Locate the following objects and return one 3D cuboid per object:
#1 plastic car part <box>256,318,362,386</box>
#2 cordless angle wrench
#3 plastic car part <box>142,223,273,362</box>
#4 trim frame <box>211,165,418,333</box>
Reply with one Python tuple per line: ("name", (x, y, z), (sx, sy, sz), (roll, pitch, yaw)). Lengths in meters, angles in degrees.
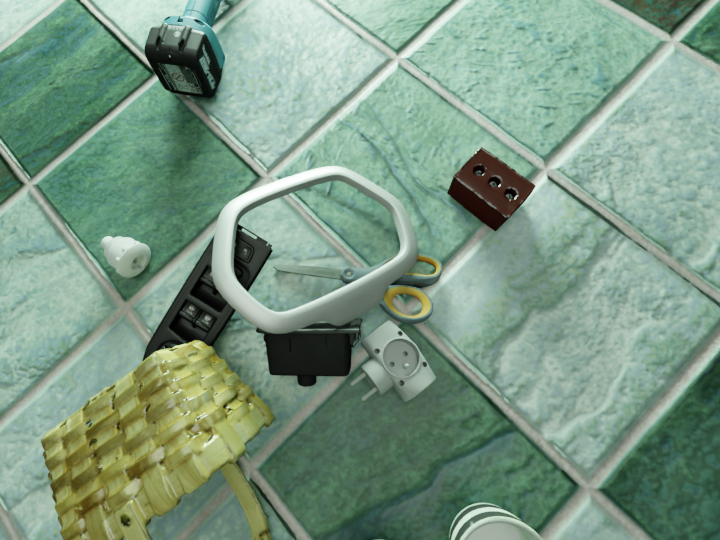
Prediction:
("plastic car part", (-0.055, 0.092, 0.475), (0.118, 0.065, 0.071), (-6, 90, 7))
("cordless angle wrench", (-0.207, -0.458, 0.630), (0.075, 0.096, 0.428), (9, 72, 3))
("plastic car part", (-0.181, 0.042, 0.493), (0.065, 0.068, 0.203), (32, 84, -8))
("trim frame", (-0.047, -0.030, 0.476), (0.242, 0.027, 0.190), (-26, 71, -27))
